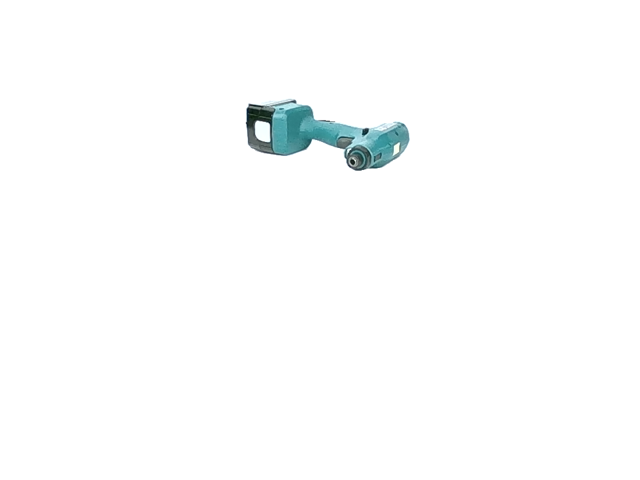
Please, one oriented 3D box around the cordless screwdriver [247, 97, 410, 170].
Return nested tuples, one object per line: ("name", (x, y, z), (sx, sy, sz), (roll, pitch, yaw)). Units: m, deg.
("cordless screwdriver", (-0.005, -0.156, 0.637), (0.250, 0.074, 0.158), (17, 32, 26))
